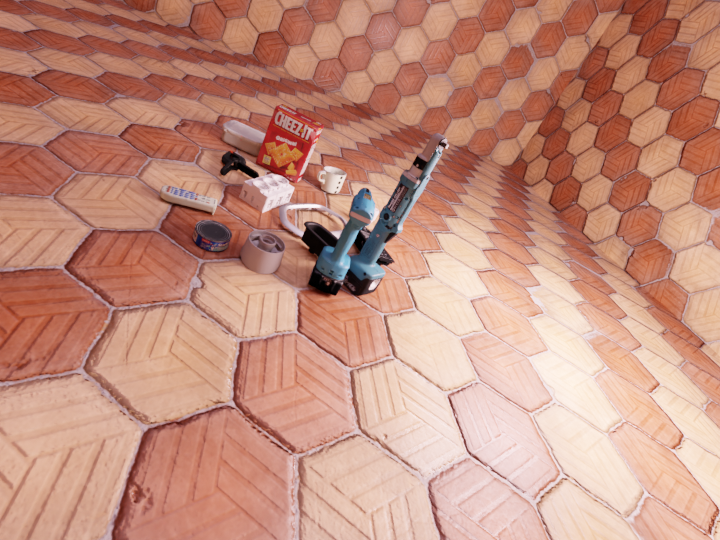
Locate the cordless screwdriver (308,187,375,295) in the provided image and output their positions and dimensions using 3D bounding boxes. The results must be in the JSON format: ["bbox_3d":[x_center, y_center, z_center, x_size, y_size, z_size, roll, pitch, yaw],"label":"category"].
[{"bbox_3d":[-0.037,-0.074,0.992,0.073,0.247,0.162,25,29,-9],"label":"cordless screwdriver"}]

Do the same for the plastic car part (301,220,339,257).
[{"bbox_3d":[-0.109,-0.071,1.113,0.121,0.070,0.064,39,31,20],"label":"plastic car part"}]

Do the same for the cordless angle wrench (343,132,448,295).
[{"bbox_3d":[0.076,-0.124,0.985,0.071,0.421,0.103,-8,46,-48],"label":"cordless angle wrench"}]

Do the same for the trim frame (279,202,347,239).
[{"bbox_3d":[-0.134,-0.144,1.255,0.238,0.027,0.193,-9,45,-46],"label":"trim frame"}]

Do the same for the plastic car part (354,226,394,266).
[{"bbox_3d":[0.023,-0.071,1.221,0.063,0.067,0.213,9,33,-30],"label":"plastic car part"}]
